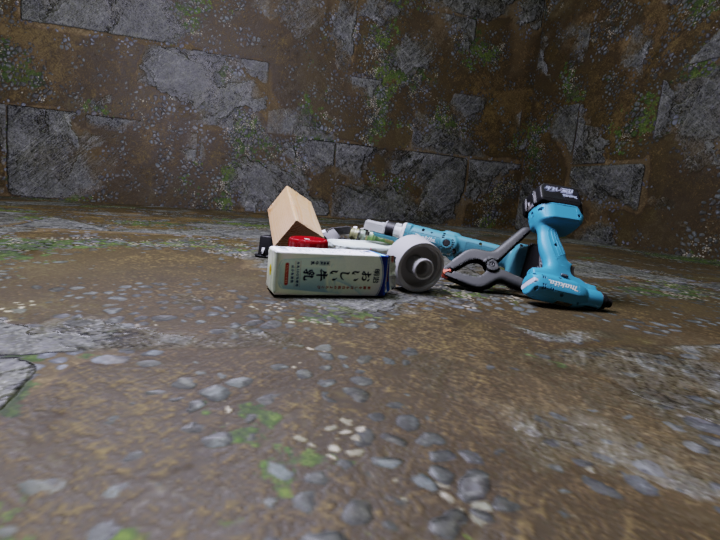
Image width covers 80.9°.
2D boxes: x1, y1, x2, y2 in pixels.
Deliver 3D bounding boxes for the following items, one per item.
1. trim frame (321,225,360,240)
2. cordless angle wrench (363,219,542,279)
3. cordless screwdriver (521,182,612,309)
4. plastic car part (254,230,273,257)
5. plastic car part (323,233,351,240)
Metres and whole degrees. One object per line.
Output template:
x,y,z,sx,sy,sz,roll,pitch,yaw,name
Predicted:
-0.065,-0.110,1.333,0.249,0.028,0.182,-5,-5,1,trim frame
0.207,-0.060,1.000,0.440,0.098,0.071,17,2,21,cordless angle wrench
0.405,-0.045,0.835,0.159,0.253,0.073,12,-27,-2,cordless screwdriver
-0.221,-0.071,1.106,0.069,0.070,0.111,8,7,30,plastic car part
-0.115,-0.075,1.175,0.206,0.067,0.066,7,7,7,plastic car part
